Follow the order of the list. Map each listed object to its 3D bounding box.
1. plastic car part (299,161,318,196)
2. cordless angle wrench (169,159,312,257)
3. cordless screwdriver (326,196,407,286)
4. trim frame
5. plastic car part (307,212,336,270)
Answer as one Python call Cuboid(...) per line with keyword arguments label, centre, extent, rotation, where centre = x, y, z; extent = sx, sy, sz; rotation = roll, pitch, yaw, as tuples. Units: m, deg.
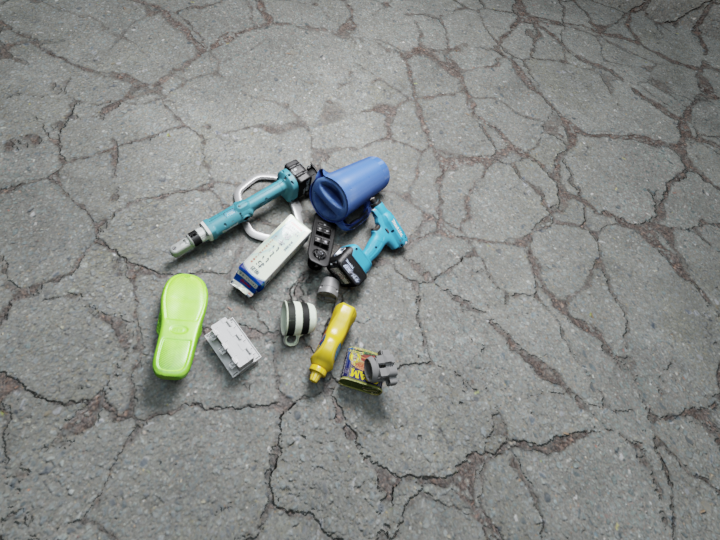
Cuboid(label="plastic car part", centre=(-0.141, -0.251, 1.259), extent=(0.070, 0.064, 0.120), rotation=(-30, 73, -8))
Cuboid(label="cordless angle wrench", centre=(-0.319, -0.158, 1.134), extent=(0.417, 0.097, 0.076), rotation=(-36, 77, -21))
Cuboid(label="cordless screwdriver", centre=(0.011, -0.078, 1.139), extent=(0.245, 0.077, 0.156), rotation=(-42, 105, -28))
Cuboid(label="trim frame", centre=(-0.261, -0.182, 1.216), extent=(0.180, 0.027, 0.258), rotation=(-17, 63, -16))
Cuboid(label="plastic car part", centre=(-0.111, -0.073, 1.139), extent=(0.064, 0.067, 0.208), rotation=(24, 36, -17))
